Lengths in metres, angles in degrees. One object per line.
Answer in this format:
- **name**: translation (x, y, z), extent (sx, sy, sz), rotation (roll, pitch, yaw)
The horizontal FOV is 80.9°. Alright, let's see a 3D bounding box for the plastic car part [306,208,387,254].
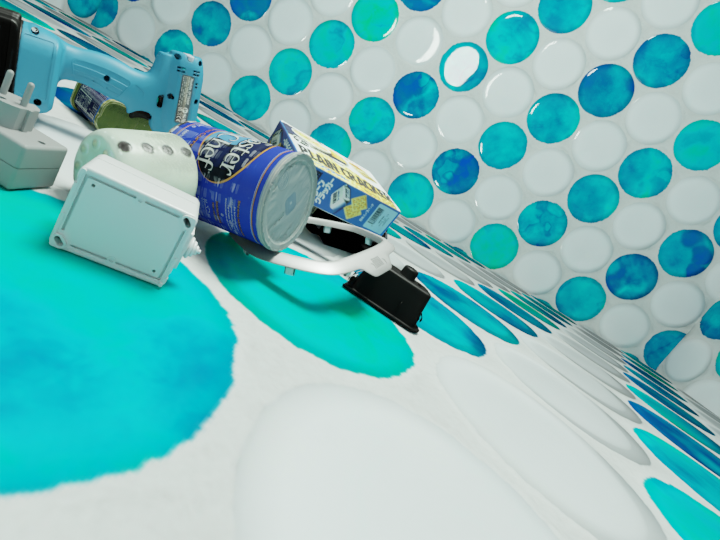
- **plastic car part**: translation (-0.019, -0.061, 0.781), extent (0.192, 0.067, 0.070), rotation (19, 43, -46)

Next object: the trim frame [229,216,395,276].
- **trim frame**: translation (-0.052, -0.034, 0.536), extent (0.192, 0.027, 0.241), rotation (18, 17, 21)

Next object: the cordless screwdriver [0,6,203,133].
- **cordless screwdriver**: translation (-0.322, -0.207, 0.511), extent (0.237, 0.157, 0.079), rotation (0, 27, -37)

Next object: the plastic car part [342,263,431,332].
- **plastic car part**: translation (0.045, 0.022, 0.574), extent (0.119, 0.071, 0.064), rotation (31, 14, 11)
